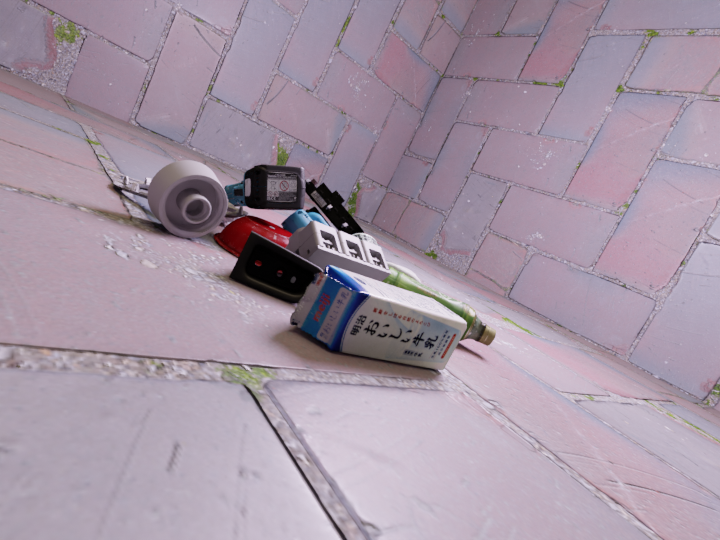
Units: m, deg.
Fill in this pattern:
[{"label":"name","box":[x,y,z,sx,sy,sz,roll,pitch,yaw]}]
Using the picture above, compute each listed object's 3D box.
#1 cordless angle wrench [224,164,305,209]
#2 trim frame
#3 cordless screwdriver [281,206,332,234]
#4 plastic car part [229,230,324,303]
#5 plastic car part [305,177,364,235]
[{"label":"cordless angle wrench","box":[-0.240,-0.162,0.887,0.094,0.074,0.442,-2,7,-30]},{"label":"trim frame","box":[-0.320,-0.134,0.761,0.257,0.027,0.179,16,10,16]},{"label":"cordless screwdriver","box":[-0.086,-0.056,0.875,0.157,0.074,0.251,52,3,-8]},{"label":"plastic car part","box":[-0.112,0.002,0.573,0.113,0.066,0.073,27,-7,-15]},{"label":"plastic car part","box":[-0.060,-0.137,0.965,0.207,0.067,0.065,55,-5,11]}]
